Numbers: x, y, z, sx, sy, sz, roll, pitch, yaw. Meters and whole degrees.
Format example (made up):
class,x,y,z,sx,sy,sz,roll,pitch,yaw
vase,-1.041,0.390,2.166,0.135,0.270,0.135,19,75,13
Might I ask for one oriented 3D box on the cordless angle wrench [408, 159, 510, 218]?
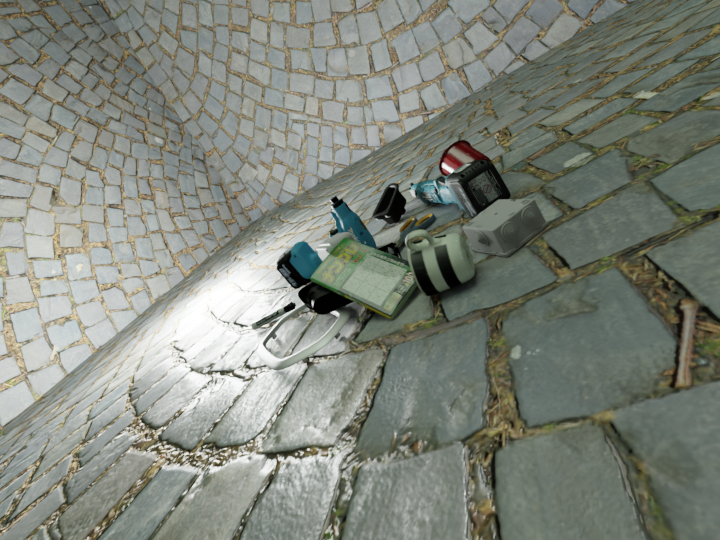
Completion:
class,x,y,z,sx,sy,sz,roll,pitch,yaw
cordless angle wrench,0.188,-0.183,0.971,0.074,0.096,0.432,-34,14,-3

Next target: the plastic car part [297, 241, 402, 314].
class,x,y,z,sx,sy,sz,roll,pitch,yaw
plastic car part,-0.013,0.027,0.768,0.204,0.063,0.070,-23,37,4

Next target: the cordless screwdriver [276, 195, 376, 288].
class,x,y,z,sx,sy,sz,roll,pitch,yaw
cordless screwdriver,-0.102,-0.067,1.041,0.254,0.156,0.074,-27,15,26

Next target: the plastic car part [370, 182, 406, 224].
class,x,y,z,sx,sy,sz,roll,pitch,yaw
plastic car part,0.088,-0.169,1.113,0.068,0.068,0.117,-13,42,51

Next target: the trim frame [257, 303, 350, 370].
class,x,y,z,sx,sy,sz,roll,pitch,yaw
trim frame,-0.109,0.114,0.798,0.182,0.027,0.257,-41,18,-19
